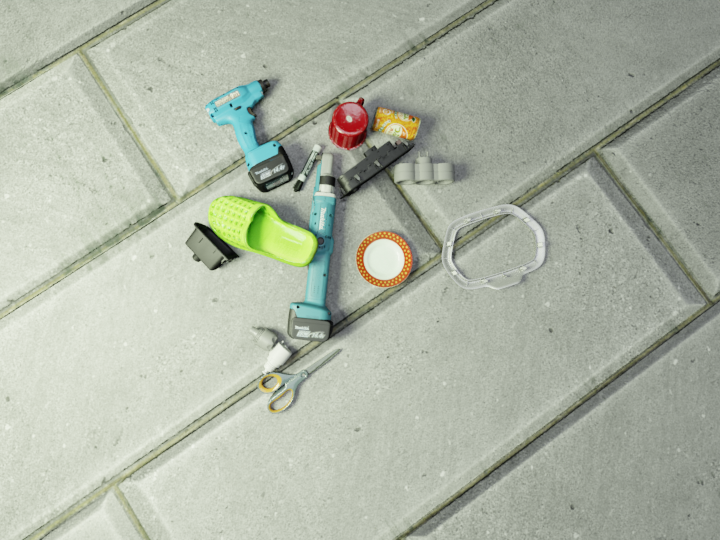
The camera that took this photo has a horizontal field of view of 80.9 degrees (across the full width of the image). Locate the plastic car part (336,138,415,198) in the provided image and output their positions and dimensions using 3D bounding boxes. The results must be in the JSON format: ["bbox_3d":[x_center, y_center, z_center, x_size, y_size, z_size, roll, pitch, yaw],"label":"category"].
[{"bbox_3d":[0.025,-0.238,0.958,0.202,0.068,0.066,-40,102,-3],"label":"plastic car part"}]

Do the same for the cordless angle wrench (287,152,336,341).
[{"bbox_3d":[-0.092,-0.060,0.943,0.098,0.074,0.426,6,82,-2],"label":"cordless angle wrench"}]

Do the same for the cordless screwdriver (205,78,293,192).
[{"bbox_3d":[-0.229,-0.313,0.965,0.158,0.073,0.252,-31,82,-5],"label":"cordless screwdriver"}]

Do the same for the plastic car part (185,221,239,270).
[{"bbox_3d":[-0.341,-0.045,0.943,0.118,0.065,0.071,41,98,5],"label":"plastic car part"}]

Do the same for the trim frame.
[{"bbox_3d":[0.307,-0.052,0.971,0.247,0.027,0.185,-17,86,-5],"label":"trim frame"}]
